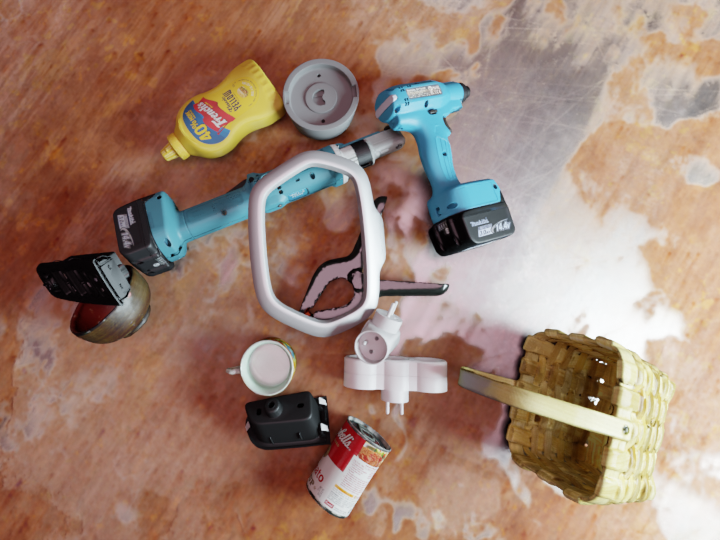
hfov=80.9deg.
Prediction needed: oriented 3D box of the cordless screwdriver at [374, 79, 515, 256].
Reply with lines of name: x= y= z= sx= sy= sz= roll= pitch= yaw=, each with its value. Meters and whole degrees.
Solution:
cordless screwdriver: x=0.133 y=-0.154 z=0.593 sx=0.155 sy=0.076 sz=0.251 roll=-19 pitch=83 yaw=-26

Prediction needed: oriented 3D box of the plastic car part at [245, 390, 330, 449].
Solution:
plastic car part: x=-0.102 y=0.192 z=0.558 sx=0.117 sy=0.068 sz=0.068 roll=-7 pitch=45 yaw=0

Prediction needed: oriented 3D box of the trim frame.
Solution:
trim frame: x=-0.055 y=-0.036 z=0.563 sx=0.182 sy=0.028 sz=0.249 roll=-6 pitch=87 yaw=-7

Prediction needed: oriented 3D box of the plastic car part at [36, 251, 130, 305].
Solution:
plastic car part: x=-0.373 y=0.004 z=0.572 sx=0.211 sy=0.063 sz=0.067 roll=-4 pitch=37 yaw=32

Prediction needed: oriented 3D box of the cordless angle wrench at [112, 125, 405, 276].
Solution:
cordless angle wrench: x=-0.130 y=-0.116 z=0.607 sx=0.421 sy=0.072 sz=0.102 roll=-23 pitch=64 yaw=-5
